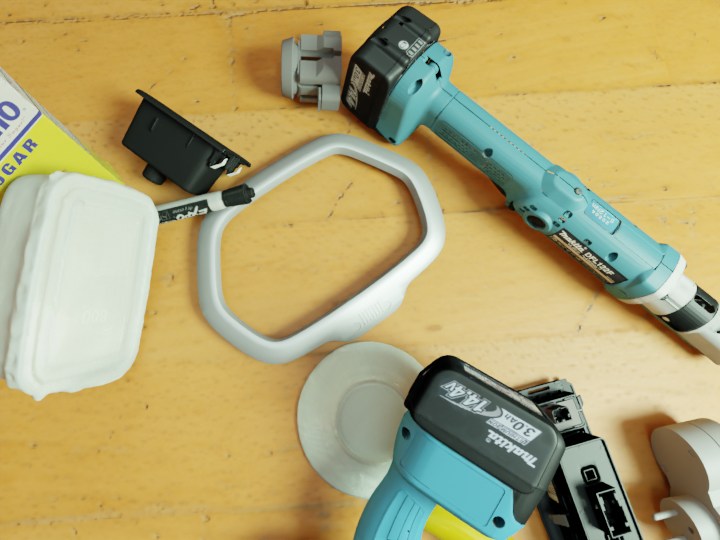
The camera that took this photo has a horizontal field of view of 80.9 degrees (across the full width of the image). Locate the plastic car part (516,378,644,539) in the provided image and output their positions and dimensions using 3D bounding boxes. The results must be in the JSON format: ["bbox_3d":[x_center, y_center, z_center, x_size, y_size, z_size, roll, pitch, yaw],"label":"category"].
[{"bbox_3d":[0.186,0.196,0.332,0.065,0.067,0.206,-13,80,-12],"label":"plastic car part"}]

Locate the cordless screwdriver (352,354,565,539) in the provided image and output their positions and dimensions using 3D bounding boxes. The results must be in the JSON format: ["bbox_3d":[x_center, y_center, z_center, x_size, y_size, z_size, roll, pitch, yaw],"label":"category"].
[{"bbox_3d":[0.052,0.197,0.295,0.165,0.072,0.248,34,94,17],"label":"cordless screwdriver"}]

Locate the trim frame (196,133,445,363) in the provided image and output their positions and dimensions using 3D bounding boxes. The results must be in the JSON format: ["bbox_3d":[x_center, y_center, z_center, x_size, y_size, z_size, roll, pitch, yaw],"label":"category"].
[{"bbox_3d":[-0.039,-0.025,0.399,0.247,0.027,0.188,-35,79,-9],"label":"trim frame"}]

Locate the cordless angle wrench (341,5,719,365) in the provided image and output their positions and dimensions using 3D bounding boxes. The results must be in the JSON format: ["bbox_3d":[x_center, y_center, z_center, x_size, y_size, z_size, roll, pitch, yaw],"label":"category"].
[{"bbox_3d":[0.168,-0.062,0.376,0.427,0.097,0.074,41,76,5],"label":"cordless angle wrench"}]

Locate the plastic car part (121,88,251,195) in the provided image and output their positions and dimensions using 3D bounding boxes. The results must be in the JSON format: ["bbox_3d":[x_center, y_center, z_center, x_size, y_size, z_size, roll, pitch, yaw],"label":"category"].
[{"bbox_3d":[-0.177,-0.112,0.406,0.119,0.065,0.071,32,93,9],"label":"plastic car part"}]
